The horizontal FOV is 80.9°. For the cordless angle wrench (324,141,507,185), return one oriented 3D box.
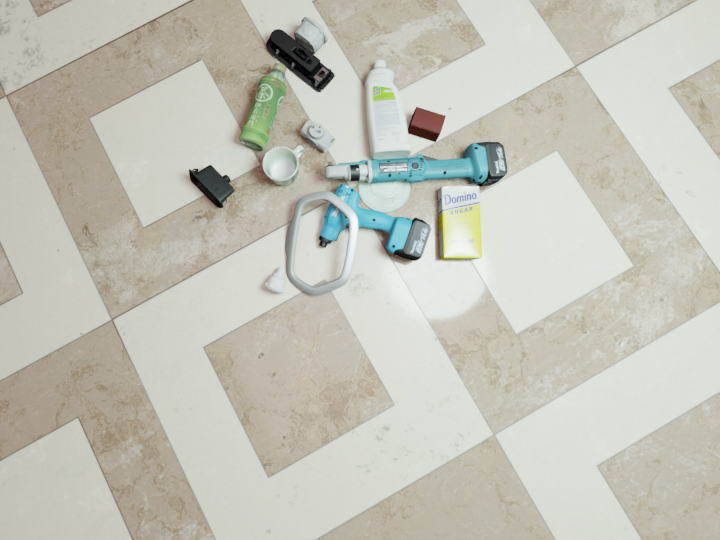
[{"bbox_3d":[0.126,-0.244,1.013,0.421,0.074,0.099,-4,81,-2],"label":"cordless angle wrench"}]

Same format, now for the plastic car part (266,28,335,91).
[{"bbox_3d":[-0.163,-0.548,1.083,0.206,0.066,0.066,40,91,8],"label":"plastic car part"}]

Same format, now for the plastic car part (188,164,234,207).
[{"bbox_3d":[-0.358,-0.214,1.044,0.117,0.066,0.070,42,70,1],"label":"plastic car part"}]

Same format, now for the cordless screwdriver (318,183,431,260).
[{"bbox_3d":[0.030,-0.089,1.008,0.253,0.073,0.159,24,93,8],"label":"cordless screwdriver"}]

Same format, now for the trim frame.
[{"bbox_3d":[-0.098,-0.064,0.999,0.191,0.027,0.247,10,97,20],"label":"trim frame"}]
